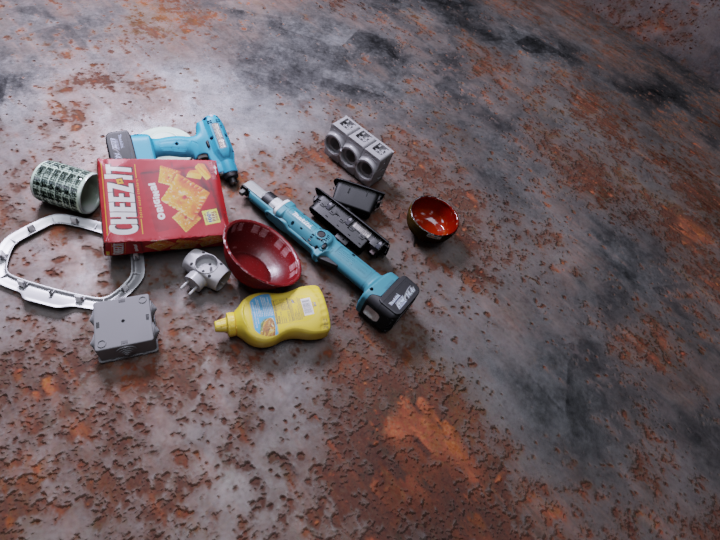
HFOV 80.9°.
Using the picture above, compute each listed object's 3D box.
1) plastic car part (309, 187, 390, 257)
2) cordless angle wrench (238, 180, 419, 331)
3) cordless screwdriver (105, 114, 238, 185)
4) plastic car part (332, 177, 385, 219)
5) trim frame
[{"bbox_3d":[-0.034,-0.093,0.887,0.067,0.064,0.209,-44,74,-7],"label":"plastic car part"},{"bbox_3d":[-0.082,-0.054,0.841,0.437,0.073,0.096,39,55,17],"label":"cordless angle wrench"},{"bbox_3d":[-0.385,-0.230,0.882,0.242,0.075,0.161,-20,83,-26],"label":"cordless screwdriver"},{"bbox_3d":[-0.014,-0.150,0.933,0.117,0.065,0.071,18,68,2],"label":"plastic car part"},{"bbox_3d":[-0.504,-0.018,0.739,0.246,0.027,0.187,16,55,-5],"label":"trim frame"}]
